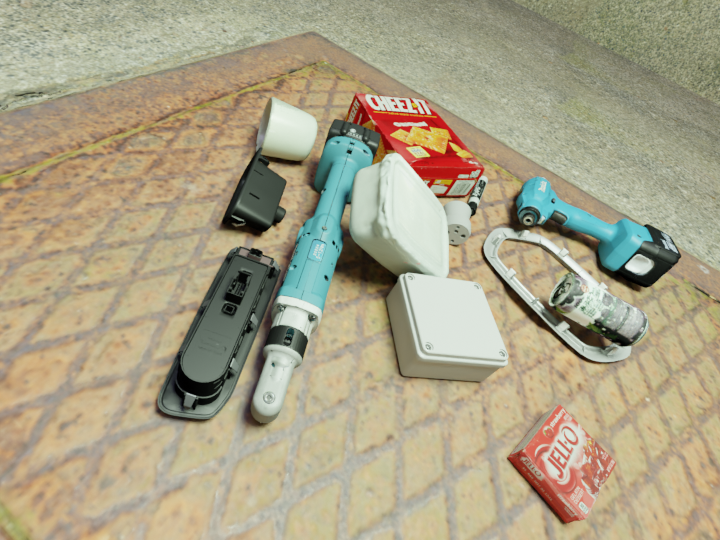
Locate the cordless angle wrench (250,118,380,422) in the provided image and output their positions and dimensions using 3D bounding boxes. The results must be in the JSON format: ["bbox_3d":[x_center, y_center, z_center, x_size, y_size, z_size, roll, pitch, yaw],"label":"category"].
[{"bbox_3d":[-0.049,-0.032,0.504,0.074,0.097,0.430,17,49,-5],"label":"cordless angle wrench"}]

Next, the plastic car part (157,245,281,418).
[{"bbox_3d":[-0.130,0.046,0.421,0.065,0.067,0.206,24,47,-12],"label":"plastic car part"}]

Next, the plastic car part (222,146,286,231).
[{"bbox_3d":[-0.130,-0.091,0.550,0.068,0.067,0.119,24,46,-23],"label":"plastic car part"}]

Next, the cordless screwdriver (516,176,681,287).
[{"bbox_3d":[0.379,-0.064,0.702,0.255,0.073,0.157,31,38,12],"label":"cordless screwdriver"}]

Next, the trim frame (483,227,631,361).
[{"bbox_3d":[0.294,0.024,0.630,0.178,0.027,0.259,-20,61,-33],"label":"trim frame"}]
